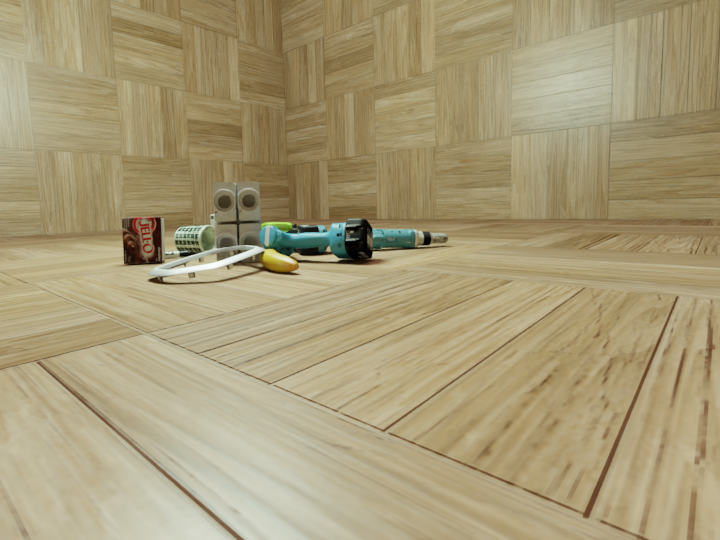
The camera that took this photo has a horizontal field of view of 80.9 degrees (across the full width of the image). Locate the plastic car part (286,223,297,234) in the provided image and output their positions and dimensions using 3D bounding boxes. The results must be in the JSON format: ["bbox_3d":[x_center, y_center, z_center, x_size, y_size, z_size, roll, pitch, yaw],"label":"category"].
[{"bbox_3d":[-0.223,-0.115,1.370,0.118,0.070,0.065,-3,8,9],"label":"plastic car part"}]

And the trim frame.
[{"bbox_3d":[-0.301,-0.018,0.845,0.191,0.027,0.244,-2,16,23],"label":"trim frame"}]

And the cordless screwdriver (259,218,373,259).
[{"bbox_3d":[-0.096,-0.063,0.984,0.254,0.075,0.154,0,-12,12],"label":"cordless screwdriver"}]

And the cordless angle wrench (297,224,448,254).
[{"bbox_3d":[0.041,-0.086,1.150,0.415,0.074,0.100,-1,8,-12],"label":"cordless angle wrench"}]
